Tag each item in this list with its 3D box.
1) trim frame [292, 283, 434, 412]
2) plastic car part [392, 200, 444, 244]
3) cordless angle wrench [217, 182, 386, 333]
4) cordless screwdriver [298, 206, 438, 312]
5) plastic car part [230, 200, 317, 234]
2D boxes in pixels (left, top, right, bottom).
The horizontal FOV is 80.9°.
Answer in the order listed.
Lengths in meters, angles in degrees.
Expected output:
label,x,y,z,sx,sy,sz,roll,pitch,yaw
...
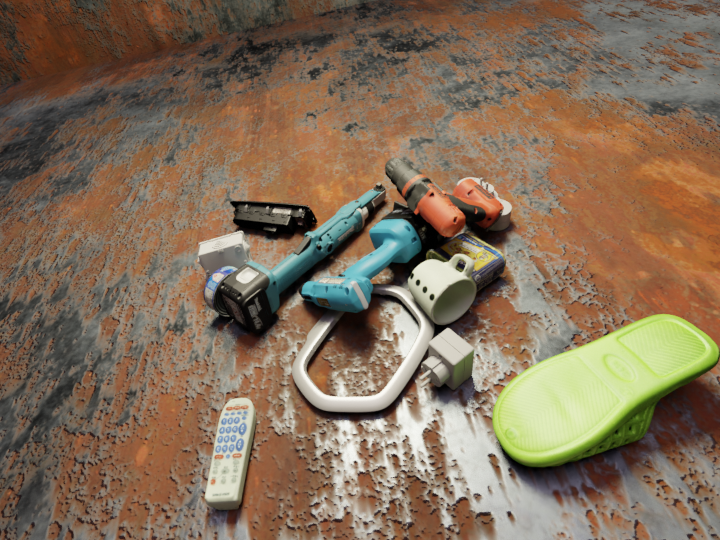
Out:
label,x,y,z,sx,sy,sz,roll,pitch,yaw
trim frame,0.004,0.111,0.657,0.193,0.026,0.247,19,54,29
plastic car part,0.126,-0.096,0.820,0.123,0.064,0.069,27,41,31
cordless angle wrench,-0.079,-0.052,0.811,0.078,0.094,0.417,24,51,32
cordless screwdriver,0.011,-0.019,0.741,0.245,0.072,0.167,-42,25,-31
plastic car part,-0.199,-0.113,0.922,0.211,0.063,0.067,12,74,24
